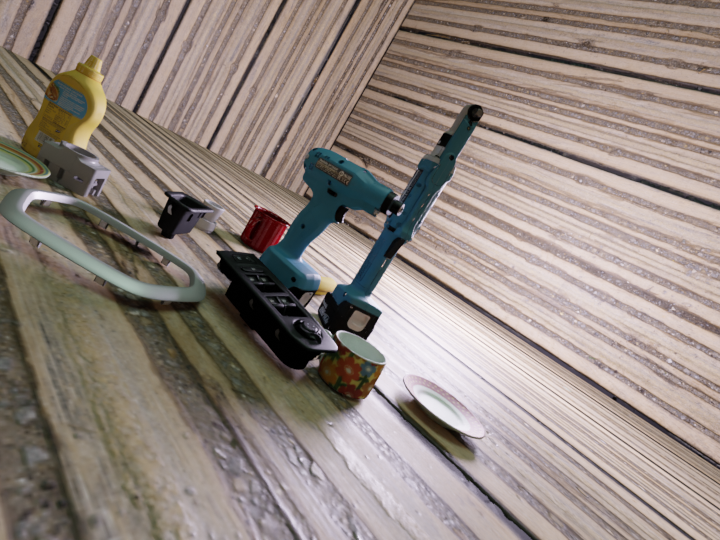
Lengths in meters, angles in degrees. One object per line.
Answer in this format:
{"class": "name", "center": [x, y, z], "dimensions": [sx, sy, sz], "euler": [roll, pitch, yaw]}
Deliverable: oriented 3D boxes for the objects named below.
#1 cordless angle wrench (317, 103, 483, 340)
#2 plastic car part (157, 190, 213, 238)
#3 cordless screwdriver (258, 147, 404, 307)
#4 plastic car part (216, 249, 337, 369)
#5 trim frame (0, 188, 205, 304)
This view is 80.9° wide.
{"class": "cordless angle wrench", "center": [0.070, -0.078, 0.688], "dimensions": [0.072, 0.422, 0.101], "euler": [28, 8, -20]}
{"class": "plastic car part", "center": [-0.296, -0.086, 0.687], "dimensions": [0.065, 0.071, 0.118], "euler": [30, 8, -8]}
{"class": "cordless screwdriver", "center": [-0.060, -0.039, 0.609], "dimensions": [0.166, 0.248, 0.071], "euler": [34, 8, 22]}
{"class": "plastic car part", "center": [-0.115, 0.049, 0.524], "dimensions": [0.214, 0.067, 0.063], "euler": [36, 9, 33]}
{"class": "trim frame", "center": [-0.294, -0.028, 0.499], "dimensions": [0.247, 0.027, 0.186], "euler": [30, 8, -5]}
